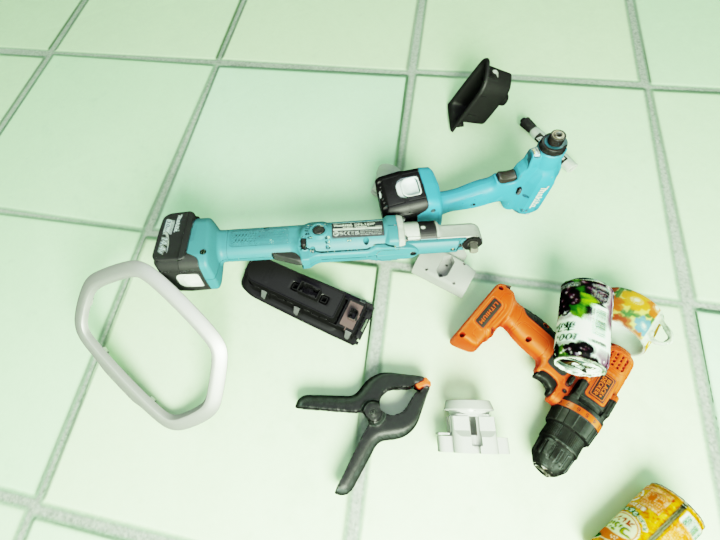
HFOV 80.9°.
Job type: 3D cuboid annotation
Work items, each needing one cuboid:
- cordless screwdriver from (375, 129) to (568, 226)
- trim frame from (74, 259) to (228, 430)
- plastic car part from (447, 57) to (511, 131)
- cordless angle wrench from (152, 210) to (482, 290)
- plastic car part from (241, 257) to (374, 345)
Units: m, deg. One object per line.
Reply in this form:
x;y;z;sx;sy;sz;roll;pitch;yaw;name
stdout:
0.149;-0.119;0.593;0.250;0.154;0.076;-10;66;2;cordless screwdriver
-0.277;0.098;0.555;0.251;0.027;0.185;42;105;4;trim frame
0.204;-0.285;0.699;0.069;0.117;0.067;10;65;-19;plastic car part
-0.056;-0.036;0.568;0.426;0.071;0.101;-3;54;4;cordless angle wrench
-0.086;0.033;0.601;0.210;0.064;0.066;22;76;18;plastic car part
